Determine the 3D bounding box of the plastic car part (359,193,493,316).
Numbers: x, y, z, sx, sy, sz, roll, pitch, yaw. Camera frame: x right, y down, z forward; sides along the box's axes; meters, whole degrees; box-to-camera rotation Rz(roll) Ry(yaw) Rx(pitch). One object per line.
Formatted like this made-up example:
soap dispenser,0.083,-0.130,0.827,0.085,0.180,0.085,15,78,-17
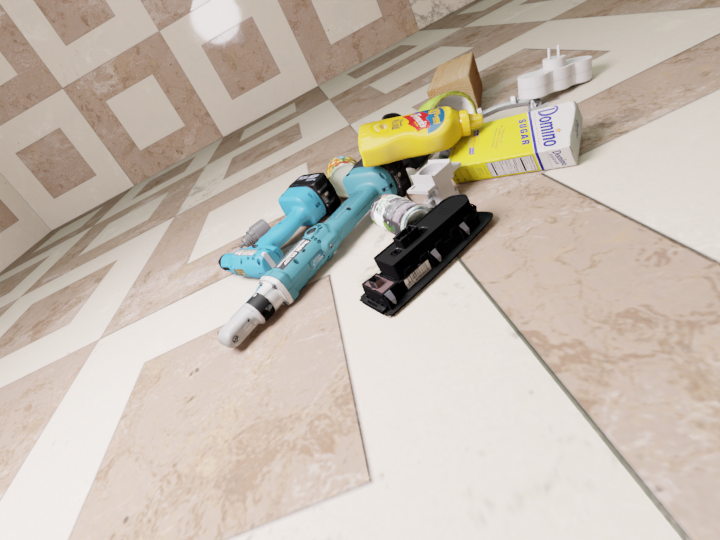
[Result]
plastic car part,0.079,-0.032,0.533,0.200,0.065,0.069,-36,22,-18

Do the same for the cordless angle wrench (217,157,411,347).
cordless angle wrench,-0.065,-0.043,0.667,0.103,0.071,0.420,5,46,46

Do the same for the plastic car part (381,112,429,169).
plastic car part,0.072,-0.249,0.834,0.065,0.115,0.072,-46,7,-31

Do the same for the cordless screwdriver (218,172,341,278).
cordless screwdriver,-0.157,-0.083,0.805,0.167,0.071,0.248,1,45,43

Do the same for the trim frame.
trim frame,0.243,-0.264,0.778,0.192,0.026,0.248,-5,36,35
